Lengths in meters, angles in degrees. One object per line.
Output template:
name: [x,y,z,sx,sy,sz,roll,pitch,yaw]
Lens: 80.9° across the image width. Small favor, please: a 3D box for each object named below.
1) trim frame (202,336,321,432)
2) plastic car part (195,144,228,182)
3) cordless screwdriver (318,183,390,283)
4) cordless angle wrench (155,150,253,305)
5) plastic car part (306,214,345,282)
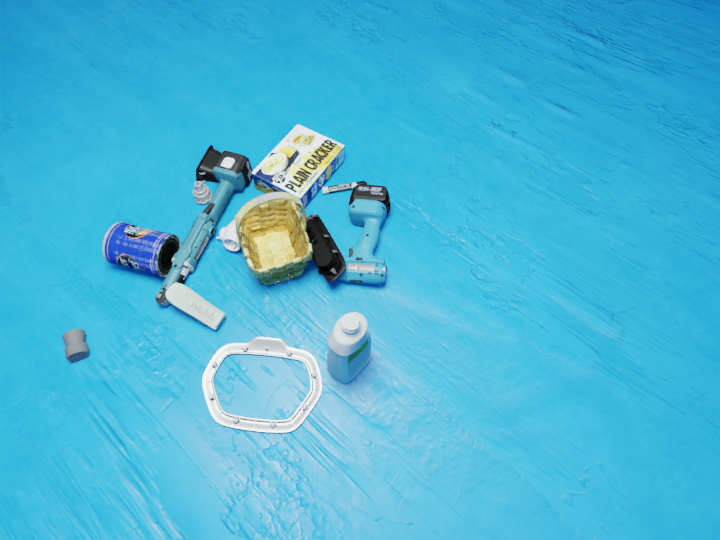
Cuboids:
trim frame: [-0.204,0.229,0.868,0.251,0.027,0.188,4,59,6]
plastic car part: [-0.398,-0.289,1.161,0.070,0.066,0.118,21,58,-6]
cordless screwdriver: [-0.009,-0.087,1.020,0.163,0.071,0.253,1,64,13]
cordless angle wrench: [-0.387,-0.106,1.040,0.076,0.095,0.427,16,66,7]
plastic car part: [-0.096,-0.063,0.982,0.066,0.063,0.213,-33,54,2]
